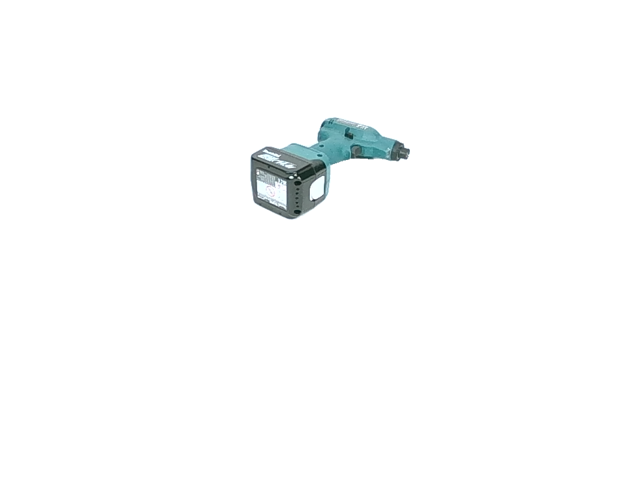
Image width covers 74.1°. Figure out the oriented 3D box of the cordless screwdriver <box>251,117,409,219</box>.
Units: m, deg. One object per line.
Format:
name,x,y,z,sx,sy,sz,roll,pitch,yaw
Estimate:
cordless screwdriver,0.021,-0.117,0.646,0.160,0.074,0.247,23,41,25
